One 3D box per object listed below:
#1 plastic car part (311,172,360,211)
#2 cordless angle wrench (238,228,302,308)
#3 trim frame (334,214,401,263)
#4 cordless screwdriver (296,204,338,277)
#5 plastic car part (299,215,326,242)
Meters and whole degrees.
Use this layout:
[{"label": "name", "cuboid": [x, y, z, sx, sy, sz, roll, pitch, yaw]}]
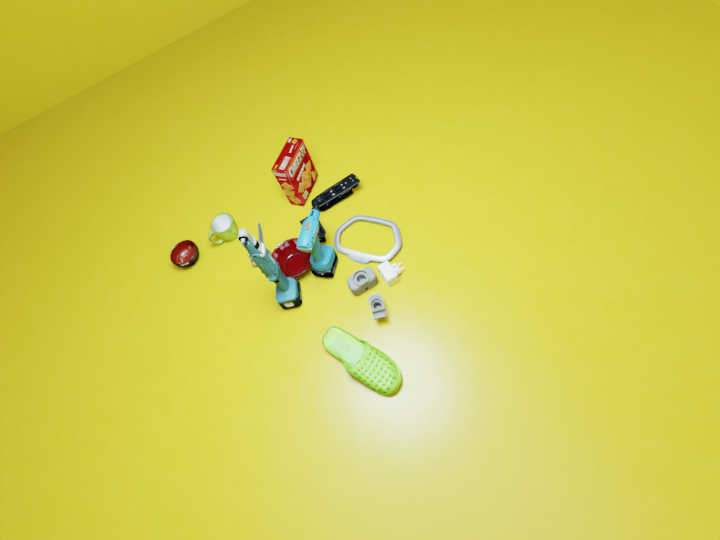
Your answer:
[{"label": "plastic car part", "cuboid": [-0.095, -0.287, 1.601, 0.203, 0.064, 0.069, -30, 58, -2]}, {"label": "cordless angle wrench", "cuboid": [-0.276, -0.006, 1.289, 0.075, 0.404, 0.101, -13, 59, 6]}, {"label": "trim frame", "cuboid": [0.024, -0.111, 1.484, 0.259, 0.026, 0.185, 14, 66, 24]}, {"label": "cordless screwdriver", "cuboid": [-0.136, -0.089, 1.394, 0.077, 0.237, 0.161, 5, 63, 16]}, {"label": "plastic car part", "cuboid": [-0.162, -0.141, 1.534, 0.066, 0.068, 0.122, -31, 57, -4]}]
